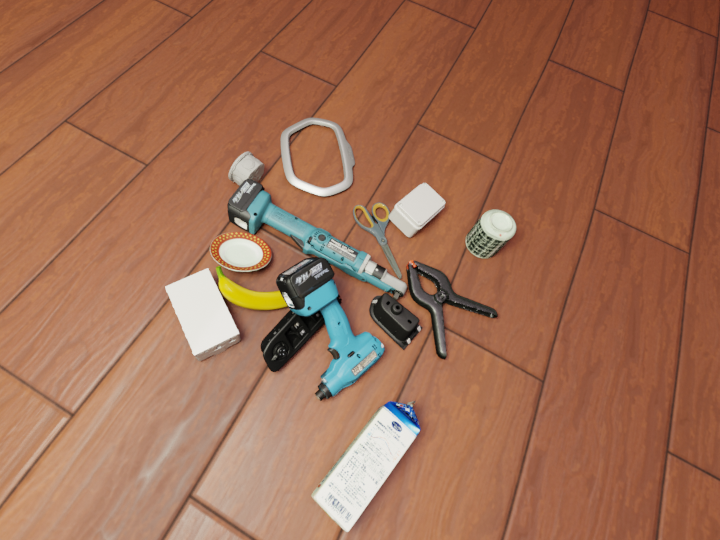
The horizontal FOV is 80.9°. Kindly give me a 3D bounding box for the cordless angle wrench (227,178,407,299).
[{"bbox_3d":[-0.090,-0.059,0.923,0.428,0.073,0.098,29,64,6],"label":"cordless angle wrench"}]

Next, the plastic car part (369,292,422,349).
[{"bbox_3d":[0.072,0.092,0.860,0.119,0.070,0.065,43,64,10],"label":"plastic car part"}]

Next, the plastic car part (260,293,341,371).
[{"bbox_3d":[-0.127,0.104,0.835,0.071,0.063,0.202,12,52,41],"label":"plastic car part"}]

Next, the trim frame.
[{"bbox_3d":[-0.106,-0.289,1.061,0.182,0.027,0.257,-8,62,-9],"label":"trim frame"}]

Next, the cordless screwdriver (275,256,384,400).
[{"bbox_3d":[-0.072,0.107,0.787,0.157,0.077,0.243,-37,103,-23],"label":"cordless screwdriver"}]
